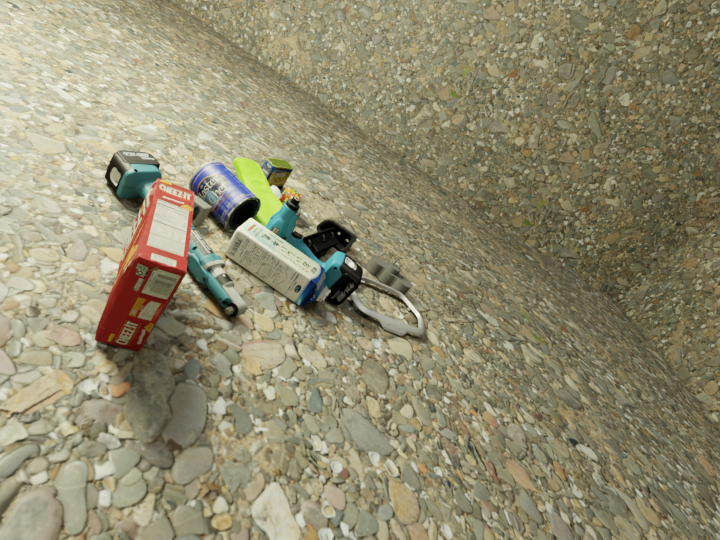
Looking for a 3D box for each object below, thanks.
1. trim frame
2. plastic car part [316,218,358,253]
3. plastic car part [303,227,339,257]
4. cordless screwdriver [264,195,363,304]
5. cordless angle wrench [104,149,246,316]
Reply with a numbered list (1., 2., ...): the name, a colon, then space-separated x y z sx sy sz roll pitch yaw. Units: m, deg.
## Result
1. trim frame: 0.065 0.089 1.080 0.238 0.027 0.191 25 26 -24
2. plastic car part: -0.065 -0.104 1.233 0.120 0.066 0.069 39 10 14
3. plastic car part: -0.108 -0.071 1.109 0.067 0.067 0.199 47 26 1
4. cordless screwdriver: -0.103 -0.045 0.958 0.247 0.160 0.075 35 25 -5
5. cordless angle wrench: -0.351 -0.074 0.821 0.438 0.074 0.094 47 27 19
